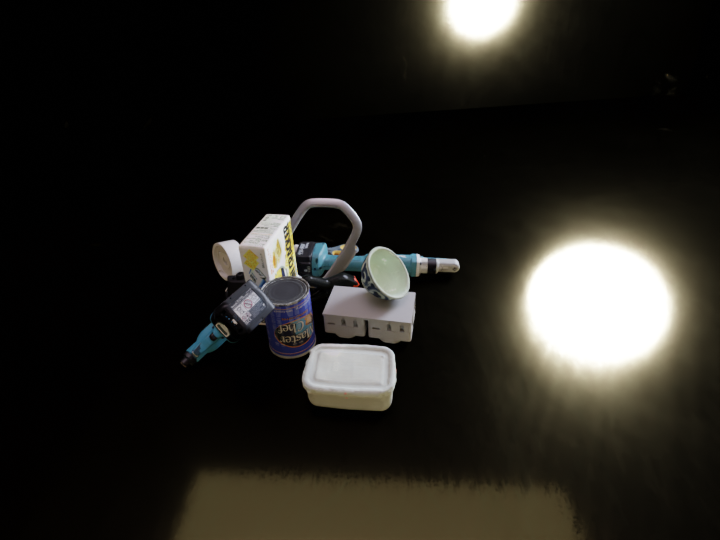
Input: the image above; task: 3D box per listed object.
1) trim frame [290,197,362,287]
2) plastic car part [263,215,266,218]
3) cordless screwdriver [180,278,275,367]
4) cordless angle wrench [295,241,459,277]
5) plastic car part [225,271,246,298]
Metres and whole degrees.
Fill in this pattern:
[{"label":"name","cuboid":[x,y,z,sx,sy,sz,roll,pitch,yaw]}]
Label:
[{"label":"trim frame","cuboid":[-0.104,-0.068,1.063,0.185,0.248,0.027,32,16,2]},{"label":"plastic car part","cuboid":[-0.308,-0.088,1.295,0.067,0.066,0.204,25,34,-1]},{"label":"cordless screwdriver","cuboid":[-0.273,0.116,0.835,0.157,0.074,0.253,-47,8,-35]},{"label":"cordless angle wrench","cuboid":[0.041,-0.020,1.115,0.430,0.072,0.099,3,32,9]},{"label":"plastic car part","cuboid":[-0.293,0.037,1.076,0.118,0.069,0.067,1,30,5]}]
